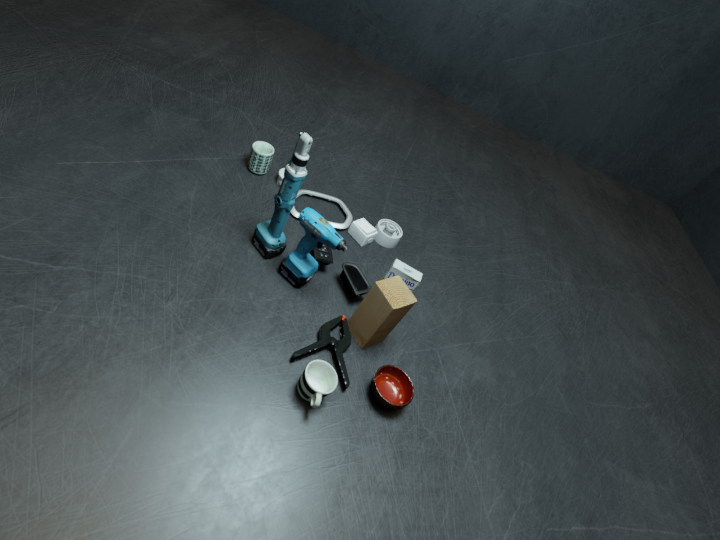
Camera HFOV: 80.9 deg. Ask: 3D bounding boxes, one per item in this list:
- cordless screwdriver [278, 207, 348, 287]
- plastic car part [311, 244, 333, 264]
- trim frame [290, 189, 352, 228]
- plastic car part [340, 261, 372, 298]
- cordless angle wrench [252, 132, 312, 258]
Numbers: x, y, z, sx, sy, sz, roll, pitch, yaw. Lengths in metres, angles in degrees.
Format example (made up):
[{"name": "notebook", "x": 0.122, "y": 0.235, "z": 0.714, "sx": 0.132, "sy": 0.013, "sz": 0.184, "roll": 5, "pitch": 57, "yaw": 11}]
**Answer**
[{"name": "cordless screwdriver", "x": -0.136, "y": -0.046, "z": 1.205, "sx": 0.164, "sy": 0.247, "sz": 0.073, "roll": 42, "pitch": 43, "yaw": 13}, {"name": "plastic car part", "x": -0.135, "y": -0.088, "z": 1.380, "sx": 0.064, "sy": 0.067, "sz": 0.210, "roll": 10, "pitch": 45, "yaw": -20}, {"name": "trim frame", "x": -0.147, "y": -0.220, "z": 1.531, "sx": 0.242, "sy": 0.027, "sz": 0.190, "roll": 13, "pitch": 44, "yaw": -14}, {"name": "plastic car part", "x": -0.025, "y": 0.039, "z": 1.306, "sx": 0.063, "sy": 0.070, "sz": 0.122, "roll": -9, "pitch": 54, "yaw": -34}, {"name": "cordless angle wrench", "x": -0.213, "y": -0.203, "z": 1.194, "sx": 0.072, "sy": 0.421, "sz": 0.102, "roll": -22, "pitch": 64, "yaw": -41}]
